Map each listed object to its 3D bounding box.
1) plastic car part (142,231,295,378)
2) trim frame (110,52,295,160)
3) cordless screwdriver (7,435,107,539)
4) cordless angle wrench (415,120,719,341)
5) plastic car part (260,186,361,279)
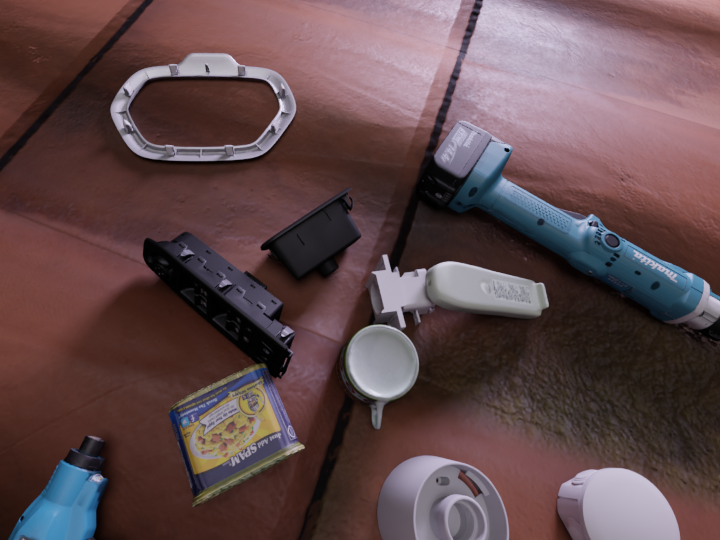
[{"bbox_3d":[-0.144,0.021,0.442,0.208,0.065,0.066,32,57,11],"label":"plastic car part"},{"bbox_3d":[-0.213,-0.225,0.576,0.247,0.027,0.189,-2,64,-2],"label":"trim frame"},{"bbox_3d":[-0.160,0.245,0.329,0.253,0.072,0.161,15,64,7],"label":"cordless screwdriver"},{"bbox_3d":[0.270,-0.025,0.486,0.431,0.073,0.097,33,67,10],"label":"cordless angle wrench"},{"bbox_3d":[-0.047,-0.031,0.478,0.115,0.066,0.071,-38,89,-16],"label":"plastic car part"}]
